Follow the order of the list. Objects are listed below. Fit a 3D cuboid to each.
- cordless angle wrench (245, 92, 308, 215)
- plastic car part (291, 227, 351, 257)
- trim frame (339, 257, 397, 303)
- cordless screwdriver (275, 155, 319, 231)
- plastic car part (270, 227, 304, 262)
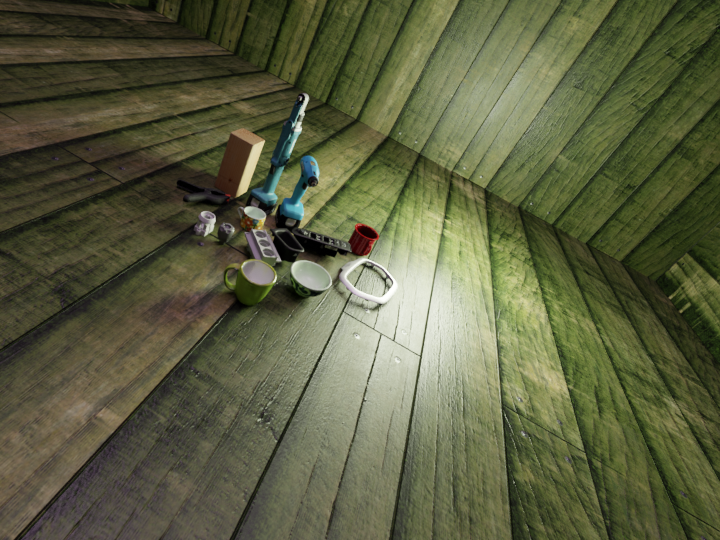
[{"bbox_3d":[-0.255,-0.363,1.347,0.076,0.421,0.096,36,31,9],"label":"cordless angle wrench"},{"bbox_3d":[-0.134,-0.088,1.373,0.199,0.067,0.068,21,32,-11],"label":"plastic car part"},{"bbox_3d":[0.025,0.029,1.359,0.188,0.027,0.244,33,31,10],"label":"trim frame"},{"bbox_3d":[-0.199,-0.233,1.365,0.071,0.248,0.166,15,34,-25],"label":"cordless screwdriver"},{"bbox_3d":[-0.227,-0.067,1.269,0.063,0.070,0.122,-6,44,-44],"label":"plastic car part"}]
